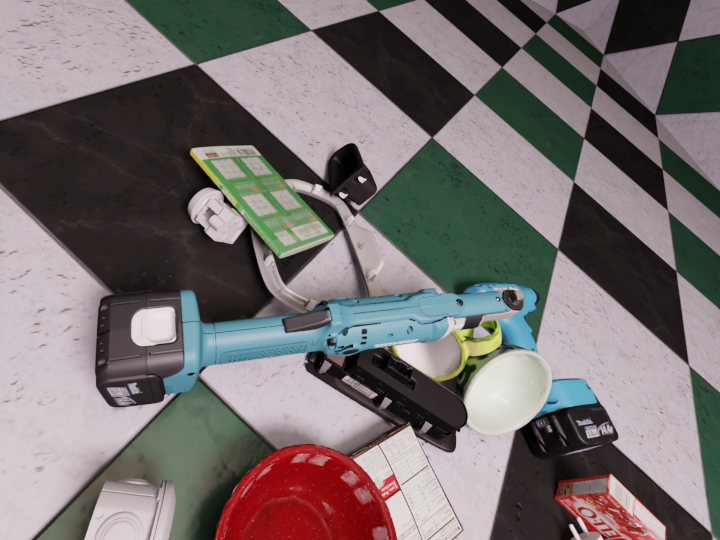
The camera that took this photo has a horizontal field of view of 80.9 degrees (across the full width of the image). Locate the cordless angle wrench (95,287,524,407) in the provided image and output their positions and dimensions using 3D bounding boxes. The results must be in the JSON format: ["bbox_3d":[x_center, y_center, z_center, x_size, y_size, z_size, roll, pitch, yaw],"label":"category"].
[{"bbox_3d":[-0.018,0.054,0.415,0.411,0.097,0.077,-4,61,-19],"label":"cordless angle wrench"}]

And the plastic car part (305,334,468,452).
[{"bbox_3d":[0.042,0.130,0.484,0.200,0.067,0.067,36,38,-8],"label":"plastic car part"}]

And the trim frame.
[{"bbox_3d":[-0.054,-0.035,0.553,0.176,0.027,0.260,5,47,-31],"label":"trim frame"}]

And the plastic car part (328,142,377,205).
[{"bbox_3d":[-0.007,-0.144,0.651,0.068,0.067,0.120,41,24,-28],"label":"plastic car part"}]

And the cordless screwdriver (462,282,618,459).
[{"bbox_3d":[0.261,0.127,0.614,0.152,0.074,0.259,0,53,-33],"label":"cordless screwdriver"}]
